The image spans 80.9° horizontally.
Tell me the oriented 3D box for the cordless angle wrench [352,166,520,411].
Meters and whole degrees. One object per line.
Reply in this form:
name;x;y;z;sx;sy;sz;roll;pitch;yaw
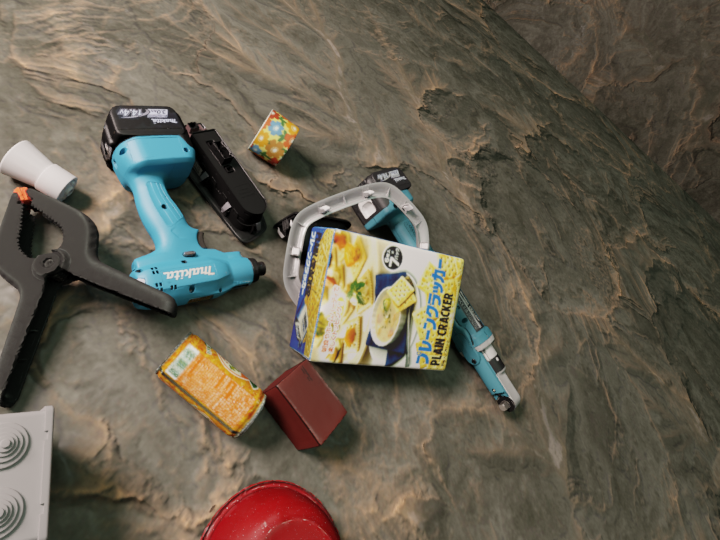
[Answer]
cordless angle wrench;0.128;0.027;0.688;0.095;0.075;0.431;-21;76;-42

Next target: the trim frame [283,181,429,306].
trim frame;0.004;-0.023;0.598;0.242;0.029;0.181;-23;101;-27

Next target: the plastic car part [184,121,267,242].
plastic car part;-0.190;-0.134;0.588;0.064;0.068;0.206;-25;79;-51

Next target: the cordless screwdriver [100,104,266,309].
cordless screwdriver;-0.219;-0.081;0.522;0.152;0.075;0.255;-10;70;-39

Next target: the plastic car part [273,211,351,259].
plastic car part;-0.060;-0.039;0.615;0.111;0.068;0.072;8;72;-35
